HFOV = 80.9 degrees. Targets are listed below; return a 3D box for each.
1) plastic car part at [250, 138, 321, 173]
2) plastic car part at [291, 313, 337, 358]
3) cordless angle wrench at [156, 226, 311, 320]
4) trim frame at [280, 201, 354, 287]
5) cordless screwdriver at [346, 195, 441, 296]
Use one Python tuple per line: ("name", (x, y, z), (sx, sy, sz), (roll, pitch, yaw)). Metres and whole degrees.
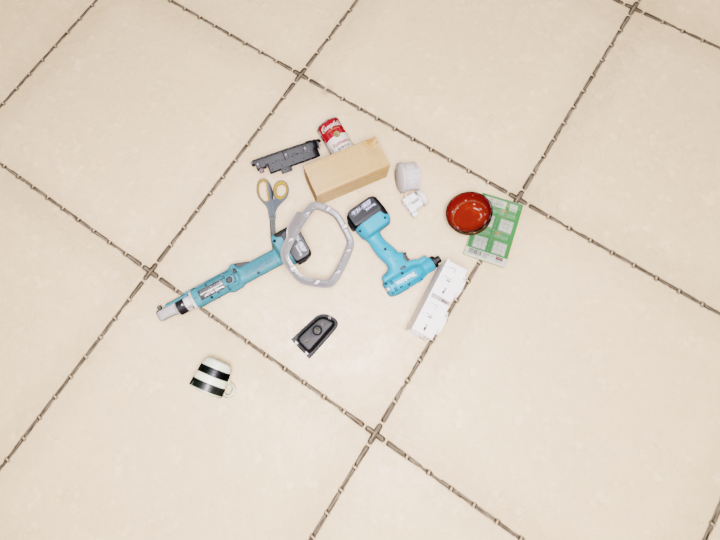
("plastic car part", (-0.195, -0.307, 1.155), (0.202, 0.066, 0.067), (-24, 89, -3))
("plastic car part", (-0.110, 0.153, 1.038), (0.067, 0.070, 0.116), (44, 85, 7))
("cordless angle wrench", (-0.329, 0.022, 1.081), (0.422, 0.074, 0.099), (-28, 86, -1))
("trim frame", (-0.103, -0.067, 1.053), (0.180, 0.028, 0.249), (37, 54, -13))
("cordless screwdriver", (0.081, -0.075, 1.081), (0.159, 0.073, 0.253), (-31, 81, -3))
